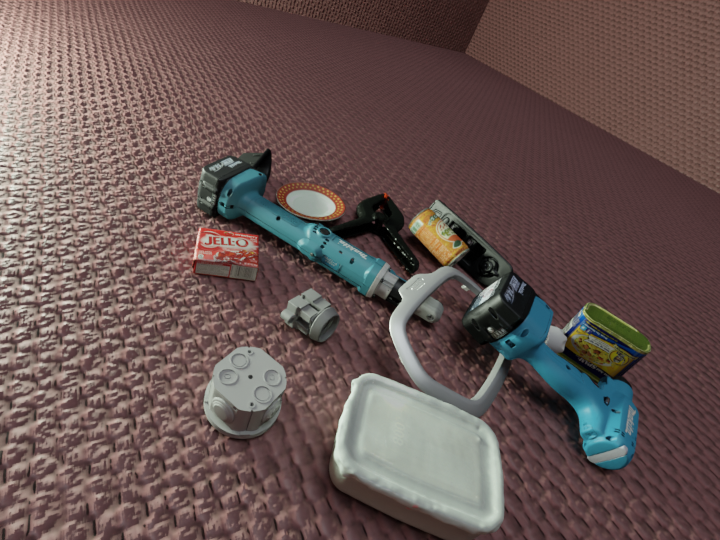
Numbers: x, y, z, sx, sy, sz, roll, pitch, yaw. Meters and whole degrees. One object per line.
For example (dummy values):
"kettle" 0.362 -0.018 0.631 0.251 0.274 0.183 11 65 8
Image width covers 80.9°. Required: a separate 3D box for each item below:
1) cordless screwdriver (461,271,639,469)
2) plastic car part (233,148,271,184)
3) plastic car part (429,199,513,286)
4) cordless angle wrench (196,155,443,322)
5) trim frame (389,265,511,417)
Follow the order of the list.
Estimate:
"cordless screwdriver" 0.267 0.115 0.575 0.254 0.075 0.155 48 42 11
"plastic car part" -0.210 -0.187 0.787 0.071 0.064 0.119 4 35 0
"plastic car part" 0.200 -0.045 0.794 0.063 0.066 0.214 21 24 -49
"cordless angle wrench" -0.064 -0.042 0.658 0.433 0.073 0.097 31 38 11
"trim frame" 0.128 0.084 0.578 0.187 0.028 0.242 50 44 6
